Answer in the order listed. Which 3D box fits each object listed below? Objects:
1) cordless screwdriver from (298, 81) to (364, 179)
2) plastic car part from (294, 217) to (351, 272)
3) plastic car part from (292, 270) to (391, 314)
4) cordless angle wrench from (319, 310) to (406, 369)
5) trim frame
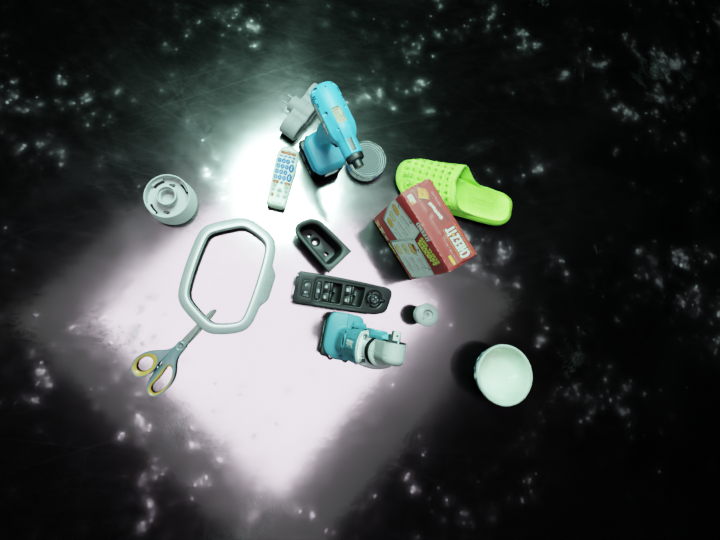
[{"bbox_3d":[-0.056,-0.240,0.832,0.073,0.250,0.160,-24,88,-13],"label":"cordless screwdriver"},{"bbox_3d":[-0.087,-0.057,0.889,0.065,0.071,0.117,-43,90,-12],"label":"plastic car part"},{"bbox_3d":[-0.038,0.051,0.879,0.201,0.067,0.067,9,81,-6],"label":"plastic car part"},{"bbox_3d":[-0.003,0.119,0.691,0.073,0.426,0.098,12,82,-10],"label":"cordless angle wrench"},{"bbox_3d":[-0.272,0.009,0.879,0.183,0.027,0.250,16,79,-4],"label":"trim frame"}]
